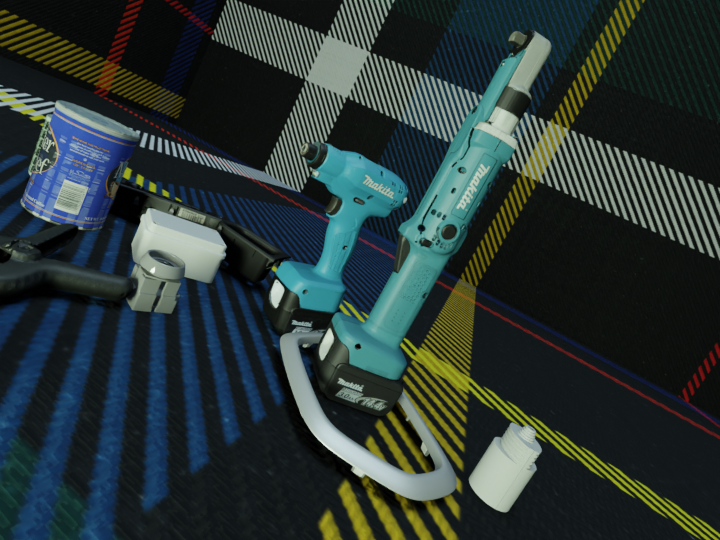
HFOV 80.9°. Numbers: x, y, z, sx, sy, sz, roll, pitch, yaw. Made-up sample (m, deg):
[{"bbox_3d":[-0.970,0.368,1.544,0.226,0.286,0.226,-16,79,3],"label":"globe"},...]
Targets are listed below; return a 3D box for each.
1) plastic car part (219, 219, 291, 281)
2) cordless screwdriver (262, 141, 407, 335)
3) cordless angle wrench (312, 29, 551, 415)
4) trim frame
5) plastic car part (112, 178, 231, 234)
[{"bbox_3d":[-0.181,-0.023,0.667,0.120,0.071,0.064,30,10,13],"label":"plastic car part"},{"bbox_3d":[-0.054,-0.035,0.549,0.151,0.248,0.078,20,12,-37],"label":"cordless screwdriver"},{"bbox_3d":[0.081,-0.046,0.453,0.095,0.422,0.077,25,10,-16],"label":"cordless angle wrench"},{"bbox_3d":[0.001,0.138,0.453,0.176,0.027,0.260,22,12,-26],"label":"trim frame"},{"bbox_3d":[-0.317,-0.095,0.698,0.197,0.067,0.068,24,11,-15],"label":"plastic car part"}]
